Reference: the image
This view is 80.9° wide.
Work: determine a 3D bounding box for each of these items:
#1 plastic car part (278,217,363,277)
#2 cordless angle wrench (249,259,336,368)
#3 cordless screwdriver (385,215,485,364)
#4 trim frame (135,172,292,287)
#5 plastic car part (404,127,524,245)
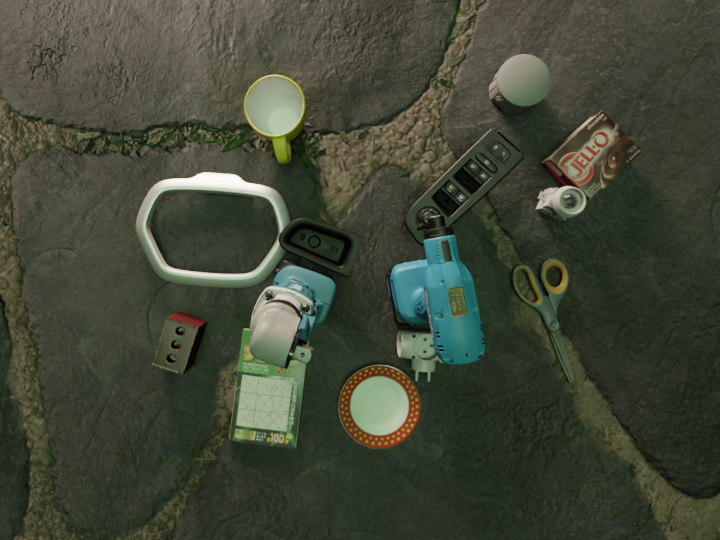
[{"bbox_3d":[-0.064,-0.042,0.651,0.117,0.071,0.066,21,90,-1],"label":"plastic car part"},{"bbox_3d":[-0.076,0.039,0.474,0.097,0.424,0.074,20,90,-5],"label":"cordless angle wrench"},{"bbox_3d":[0.087,0.015,0.559,0.074,0.249,0.159,-10,92,-4],"label":"cordless screwdriver"},{"bbox_3d":[-0.233,-0.066,0.675,0.249,0.027,0.184,3,89,1],"label":"trim frame"},{"bbox_3d":[0.147,-0.123,0.653,0.203,0.067,0.066,-44,92,-1],"label":"plastic car part"}]
